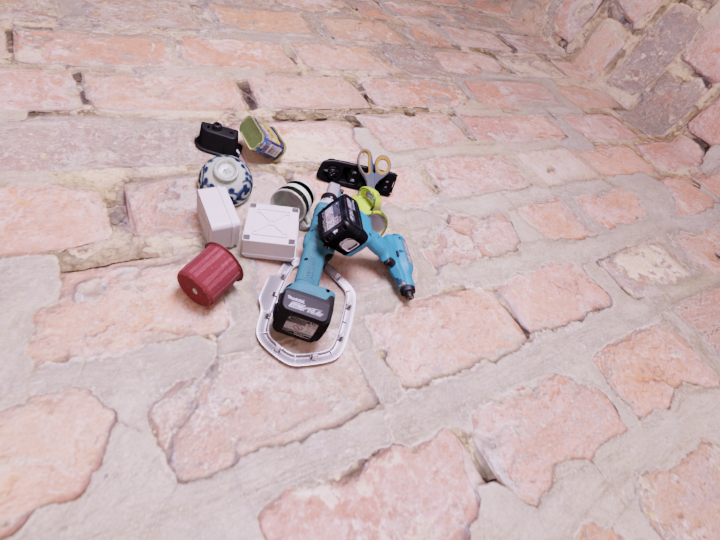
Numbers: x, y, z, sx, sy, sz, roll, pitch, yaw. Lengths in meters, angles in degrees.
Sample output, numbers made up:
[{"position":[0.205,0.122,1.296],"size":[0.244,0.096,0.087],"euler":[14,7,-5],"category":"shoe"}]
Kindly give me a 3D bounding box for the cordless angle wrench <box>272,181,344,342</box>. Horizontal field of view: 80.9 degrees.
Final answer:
[{"position":[-0.084,-0.055,0.863],"size":[0.096,0.074,0.432],"euler":[18,44,-10],"category":"cordless angle wrench"}]

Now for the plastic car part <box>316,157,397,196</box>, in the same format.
[{"position":[-0.013,-0.249,1.082],"size":[0.198,0.065,0.070],"euler":[7,41,-15],"category":"plastic car part"}]

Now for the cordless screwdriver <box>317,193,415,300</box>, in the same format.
[{"position":[0.026,-0.040,0.857],"size":[0.235,0.076,0.165],"euler":[28,38,-42],"category":"cordless screwdriver"}]

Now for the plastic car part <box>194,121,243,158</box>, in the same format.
[{"position":[-0.341,-0.321,1.018],"size":[0.114,0.070,0.068],"euler":[16,47,-12],"category":"plastic car part"}]

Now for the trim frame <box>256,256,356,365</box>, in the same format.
[{"position":[-0.101,0.069,0.809],"size":[0.184,0.027,0.252],"euler":[19,49,-2],"category":"trim frame"}]
